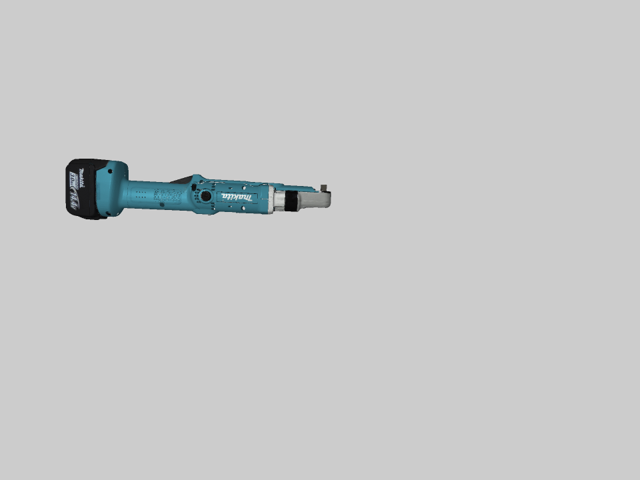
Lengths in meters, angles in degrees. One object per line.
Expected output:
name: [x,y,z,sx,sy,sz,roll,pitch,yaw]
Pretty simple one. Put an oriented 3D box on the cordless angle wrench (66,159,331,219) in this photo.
cordless angle wrench: [-0.192,-0.076,0.718,0.423,0.098,0.074,2,5,-7]
